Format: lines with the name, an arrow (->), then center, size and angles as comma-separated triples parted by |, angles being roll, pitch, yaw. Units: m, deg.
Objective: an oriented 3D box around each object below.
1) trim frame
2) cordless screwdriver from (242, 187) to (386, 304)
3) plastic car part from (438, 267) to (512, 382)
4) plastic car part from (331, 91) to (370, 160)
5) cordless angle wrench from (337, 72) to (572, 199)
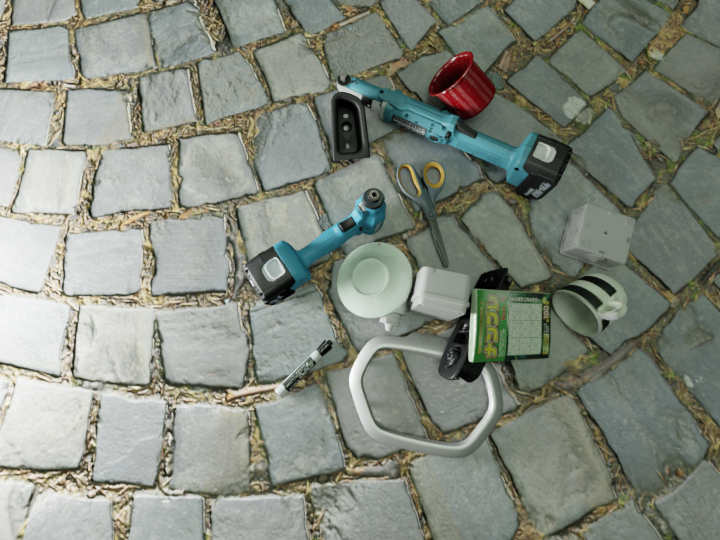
trim frame -> 0.105, 0.196, 0.684 | 0.251, 0.027, 0.185 | 9, 79, 5
cordless screwdriver -> -0.066, -0.043, 0.674 | 0.248, 0.157, 0.075 | -33, 84, -5
plastic car part -> 0.190, 0.094, 0.677 | 0.065, 0.068, 0.202 | 41, 70, -16
plastic car part -> -0.023, -0.255, 0.764 | 0.066, 0.071, 0.116 | -5, 94, -4
cordless angle wrench -> 0.145, -0.259, 0.759 | 0.432, 0.096, 0.074 | 28, 79, 11
